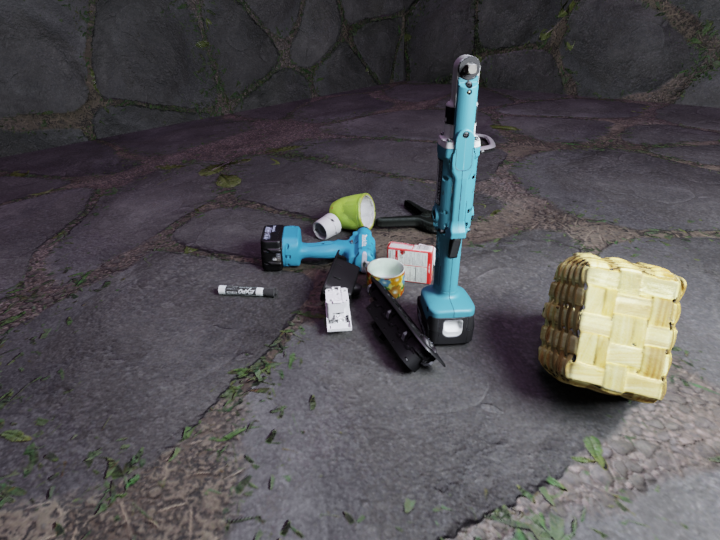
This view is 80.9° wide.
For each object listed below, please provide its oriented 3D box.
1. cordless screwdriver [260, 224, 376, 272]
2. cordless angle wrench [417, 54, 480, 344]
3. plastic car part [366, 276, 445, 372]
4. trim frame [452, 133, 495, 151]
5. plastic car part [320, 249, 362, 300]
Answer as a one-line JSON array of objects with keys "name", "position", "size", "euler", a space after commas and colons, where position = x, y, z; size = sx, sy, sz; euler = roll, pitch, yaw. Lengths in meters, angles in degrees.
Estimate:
[{"name": "cordless screwdriver", "position": [-0.092, -0.060, 0.940], "size": [0.250, 0.072, 0.162], "euler": [2, 31, 3]}, {"name": "cordless angle wrench", "position": [0.133, -0.080, 0.609], "size": [0.074, 0.410, 0.101], "euler": [-3, 29, -2]}, {"name": "plastic car part", "position": [0.058, 0.089, 0.679], "size": [0.067, 0.063, 0.214], "euler": [-39, 35, -3]}, {"name": "trim frame", "position": [0.416, -0.493, 1.627], "size": [0.187, 0.027, 0.252], "euler": [1, 33, 8]}, {"name": "plastic car part", "position": [-0.032, 0.024, 0.812], "size": [0.071, 0.065, 0.118], "euler": [14, 35, 1]}]
